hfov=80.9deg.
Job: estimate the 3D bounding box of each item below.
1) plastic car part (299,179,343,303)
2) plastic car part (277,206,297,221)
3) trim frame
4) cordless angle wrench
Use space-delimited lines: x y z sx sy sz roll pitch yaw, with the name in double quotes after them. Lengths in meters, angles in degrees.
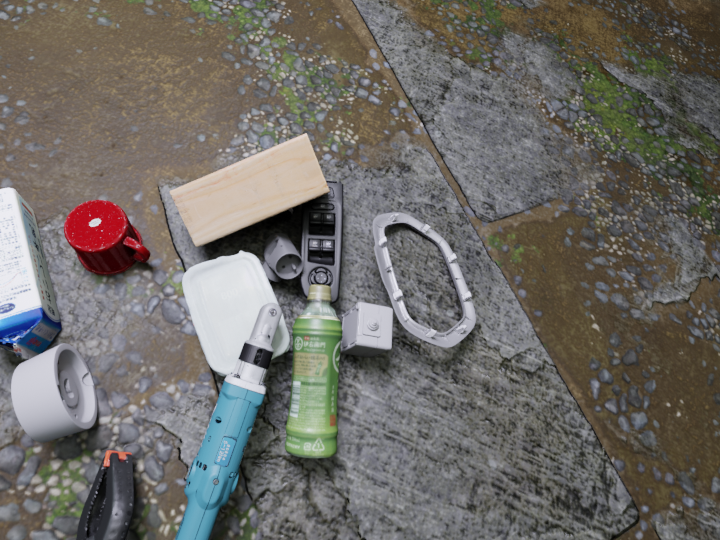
-0.066 -0.043 0.676 0.065 0.067 0.207 5 67 -15 "plastic car part"
-0.151 -0.145 0.704 0.116 0.071 0.066 30 63 -2 "plastic car part"
0.100 0.004 0.677 0.177 0.028 0.257 7 55 -27 "trim frame"
-0.170 0.238 0.485 0.072 0.100 0.426 22 72 -16 "cordless angle wrench"
